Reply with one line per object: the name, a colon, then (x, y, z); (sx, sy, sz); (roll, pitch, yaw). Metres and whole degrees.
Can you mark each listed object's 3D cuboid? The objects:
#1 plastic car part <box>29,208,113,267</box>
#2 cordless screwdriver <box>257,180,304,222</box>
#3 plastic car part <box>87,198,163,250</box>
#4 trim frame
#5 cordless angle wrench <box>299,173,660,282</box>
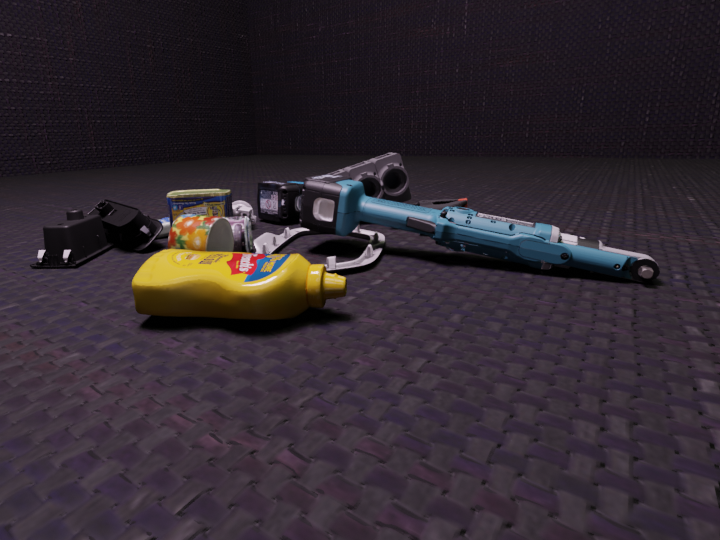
plastic car part: (-0.416, -0.052, 0.617); (0.066, 0.069, 0.119); (0, 21, 0)
cordless screwdriver: (-0.082, -0.148, 0.875); (0.168, 0.073, 0.239); (13, 19, 36)
plastic car part: (-0.393, -0.083, 0.693); (0.214, 0.064, 0.066); (18, 52, 36)
trim frame: (-0.060, -0.039, 0.615); (0.188, 0.027, 0.248); (1, 20, 12)
cordless angle wrench: (0.125, -0.053, 0.543); (0.440, 0.073, 0.095); (15, 20, 22)
